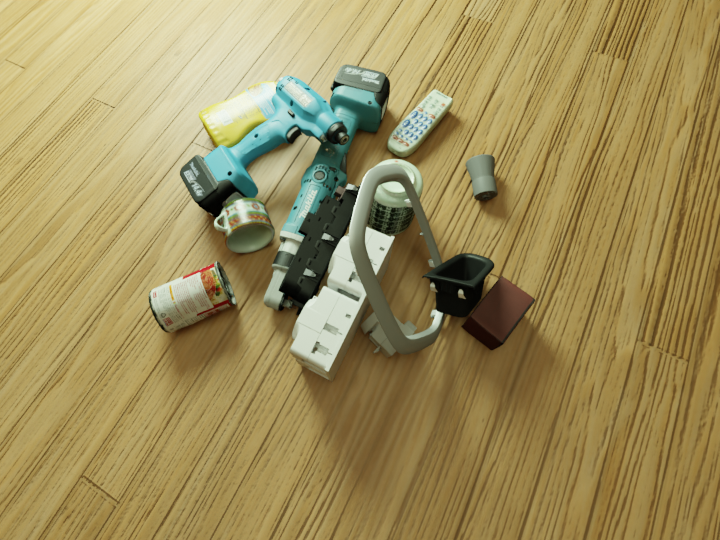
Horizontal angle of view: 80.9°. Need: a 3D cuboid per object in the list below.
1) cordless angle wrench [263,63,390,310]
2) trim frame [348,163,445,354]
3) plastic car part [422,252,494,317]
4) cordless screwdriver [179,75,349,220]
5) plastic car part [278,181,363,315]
[{"bbox_3d":[-0.060,-0.137,0.667,0.100,0.072,0.426,17,71,9],"label":"cordless angle wrench"},{"bbox_3d":[0.055,-0.012,0.528,0.029,0.240,0.182,-8,28,42],"label":"trim frame"},{"bbox_3d":[0.136,0.025,0.562,0.069,0.070,0.112,13,21,33],"label":"plastic car part"},{"bbox_3d":[-0.145,-0.176,0.649,0.249,0.071,0.167,-42,63,1],"label":"cordless screwdriver"},{"bbox_3d":[-0.057,-0.037,0.584,0.065,0.068,0.204,25,76,-17],"label":"plastic car part"}]
